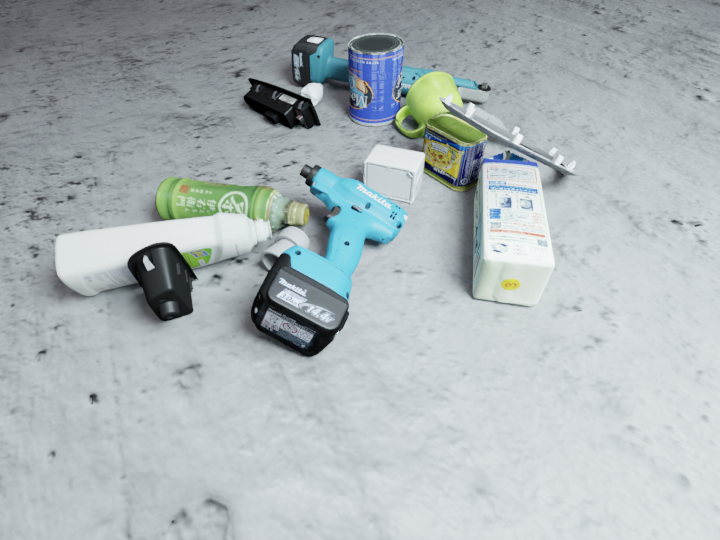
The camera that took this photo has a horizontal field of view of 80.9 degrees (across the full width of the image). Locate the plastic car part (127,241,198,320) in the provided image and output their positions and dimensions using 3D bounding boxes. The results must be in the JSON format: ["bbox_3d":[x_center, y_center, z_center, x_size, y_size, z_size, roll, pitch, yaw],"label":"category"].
[{"bbox_3d":[-0.227,0.024,0.494,0.065,0.115,0.073,-18,72,-15],"label":"plastic car part"}]

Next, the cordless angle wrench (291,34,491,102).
[{"bbox_3d":[0.056,-0.412,0.897,0.437,0.095,0.074,19,50,17],"label":"cordless angle wrench"}]

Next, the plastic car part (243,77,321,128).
[{"bbox_3d":[-0.172,-0.335,0.862,0.214,0.063,0.067,38,85,32],"label":"plastic car part"}]

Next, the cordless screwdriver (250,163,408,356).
[{"bbox_3d":[-0.051,-0.033,0.518,0.160,0.074,0.249,30,50,1],"label":"cordless screwdriver"}]

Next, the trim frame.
[{"bbox_3d":[0.227,-0.208,0.643,0.241,0.027,0.191,17,29,-17],"label":"trim frame"}]
